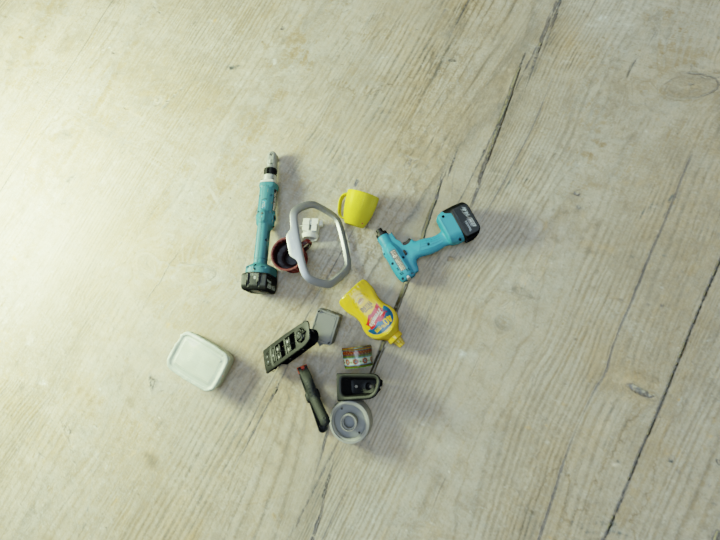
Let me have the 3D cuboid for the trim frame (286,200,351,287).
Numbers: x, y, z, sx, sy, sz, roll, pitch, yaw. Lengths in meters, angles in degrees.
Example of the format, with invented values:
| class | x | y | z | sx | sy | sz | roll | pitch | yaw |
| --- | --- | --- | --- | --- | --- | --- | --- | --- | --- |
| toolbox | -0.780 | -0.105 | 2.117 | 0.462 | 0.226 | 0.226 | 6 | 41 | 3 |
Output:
| class | x | y | z | sx | sy | sz | roll | pitch | yaw |
| --- | --- | --- | --- | --- | --- | --- | --- | --- | --- |
| trim frame | -0.111 | -0.073 | 1.136 | 0.176 | 0.028 | 0.253 | -4 | 74 | -34 |

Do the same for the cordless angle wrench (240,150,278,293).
| class | x | y | z | sx | sy | sz | roll | pitch | yaw |
| --- | --- | --- | --- | --- | --- | --- | --- | --- | --- |
| cordless angle wrench | -0.269 | -0.148 | 1.205 | 0.076 | 0.094 | 0.429 | -1 | 74 | 11 |

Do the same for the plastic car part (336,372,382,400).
| class | x | y | z | sx | sy | sz | roll | pitch | yaw |
| --- | --- | --- | --- | --- | --- | --- | --- | --- | --- |
| plastic car part | 0.006 | 0.290 | 1.056 | 0.120 | 0.067 | 0.067 | -9 | 72 | 23 |

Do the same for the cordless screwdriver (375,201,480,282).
| class | x | y | z | sx | sy | sz | roll | pitch | yaw |
| --- | --- | --- | --- | --- | --- | --- | --- | --- | --- |
| cordless screwdriver | 0.173 | -0.096 | 1.113 | 0.250 | 0.072 | 0.164 | -31 | 74 | 7 |

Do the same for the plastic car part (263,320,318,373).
| class | x | y | z | sx | sy | sz | roll | pitch | yaw |
| --- | --- | --- | --- | --- | --- | --- | --- | --- | --- |
| plastic car part | -0.175 | 0.199 | 1.087 | 0.205 | 0.064 | 0.069 | -42 | 42 | 36 |
